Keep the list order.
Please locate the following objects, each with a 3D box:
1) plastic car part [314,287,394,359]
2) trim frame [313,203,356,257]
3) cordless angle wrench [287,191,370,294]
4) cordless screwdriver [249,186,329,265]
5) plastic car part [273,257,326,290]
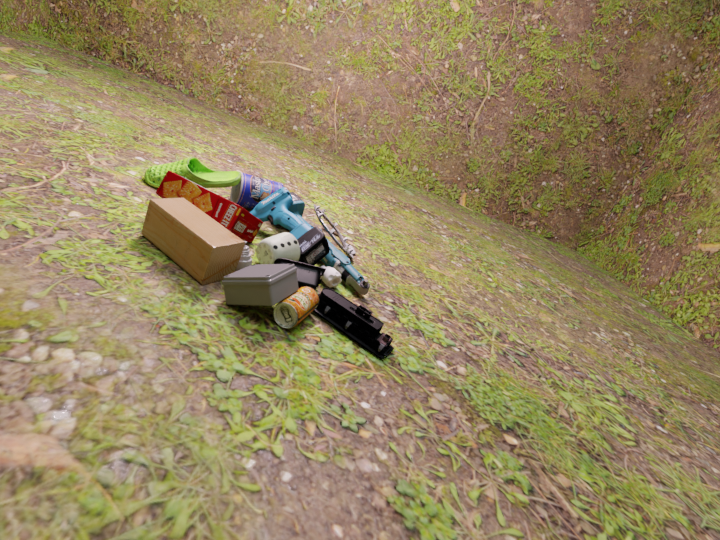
[{"bbox_3d":[-0.020,0.099,0.875,0.211,0.066,0.064,28,28,21],"label":"plastic car part"},{"bbox_3d":[-0.079,-0.122,1.287,0.177,0.027,0.257,50,4,-24],"label":"trim frame"},{"bbox_3d":[-0.113,-0.074,1.160,0.071,0.096,0.447,-13,44,-36],"label":"cordless angle wrench"},{"bbox_3d":[-0.203,-0.105,1.113,0.262,0.158,0.071,48,-11,32],"label":"cordless screwdriver"},{"bbox_3d":[-0.141,0.023,0.942,0.114,0.065,0.073,14,37,-13],"label":"plastic car part"}]
